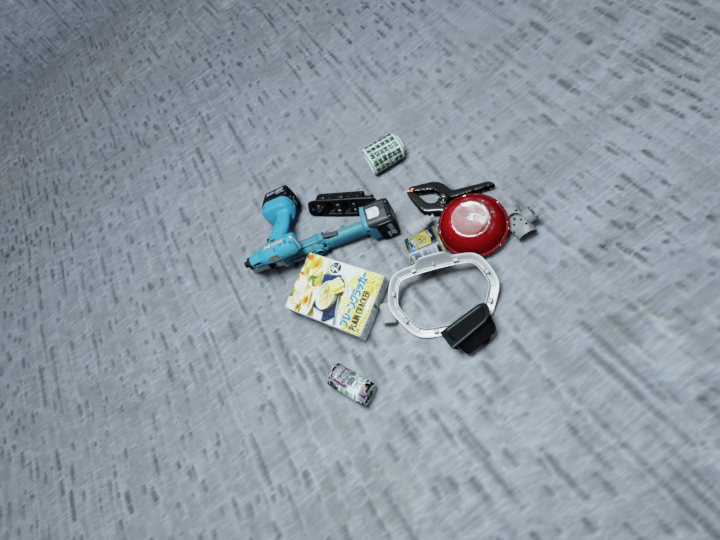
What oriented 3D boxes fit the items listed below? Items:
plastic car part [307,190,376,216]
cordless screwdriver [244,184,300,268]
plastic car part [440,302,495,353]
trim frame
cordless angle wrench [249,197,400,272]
[{"bbox_3d":[-0.051,-0.189,1.172,0.209,0.063,0.068,-3,57,19],"label":"plastic car part"},{"bbox_3d":[-0.242,-0.116,1.163,0.162,0.070,0.258,-24,43,18],"label":"cordless screwdriver"},{"bbox_3d":[0.244,0.134,0.908,0.117,0.068,0.068,-37,22,6],"label":"plastic car part"},{"bbox_3d":[0.185,0.052,0.958,0.253,0.027,0.186,-15,83,13],"label":"trim frame"},{"bbox_3d":[-0.111,-0.072,1.133,0.431,0.093,0.077,-19,63,16],"label":"cordless angle wrench"}]
